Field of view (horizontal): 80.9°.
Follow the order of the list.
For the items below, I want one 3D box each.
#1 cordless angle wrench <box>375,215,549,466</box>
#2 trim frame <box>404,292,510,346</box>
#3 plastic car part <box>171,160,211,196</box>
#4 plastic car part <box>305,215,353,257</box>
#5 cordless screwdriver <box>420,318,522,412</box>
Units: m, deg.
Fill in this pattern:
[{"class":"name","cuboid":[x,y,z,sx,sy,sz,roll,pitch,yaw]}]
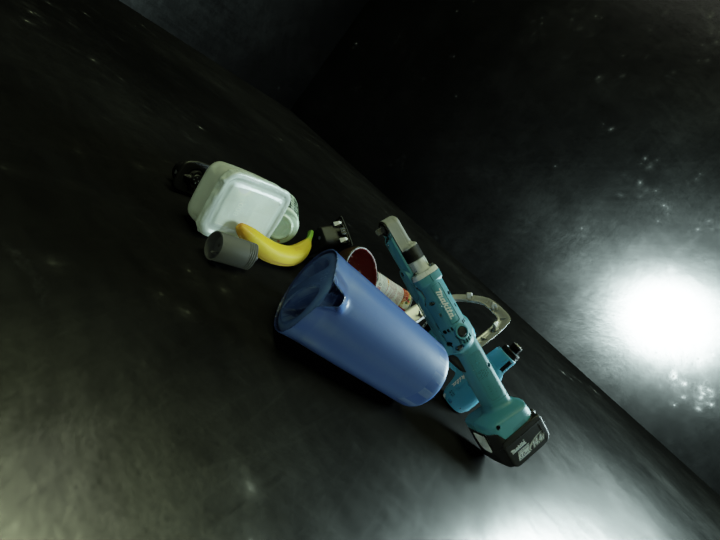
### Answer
[{"class":"cordless angle wrench","cuboid":[0.147,0.099,0.677,0.423,0.096,0.075,60,-18,0]},{"class":"trim frame","cuboid":[0.167,0.102,0.815,0.194,0.242,0.027,17,-51,51]},{"class":"plastic car part","cuboid":[-0.270,-0.163,0.791,0.070,0.066,0.194,37,13,24]},{"class":"plastic car part","cuboid":[-0.084,-0.055,0.857,0.068,0.119,0.067,-4,69,-47]},{"class":"cordless screwdriver","cuboid":[0.211,0.149,0.841,0.072,0.160,0.254,39,13,-17]}]
